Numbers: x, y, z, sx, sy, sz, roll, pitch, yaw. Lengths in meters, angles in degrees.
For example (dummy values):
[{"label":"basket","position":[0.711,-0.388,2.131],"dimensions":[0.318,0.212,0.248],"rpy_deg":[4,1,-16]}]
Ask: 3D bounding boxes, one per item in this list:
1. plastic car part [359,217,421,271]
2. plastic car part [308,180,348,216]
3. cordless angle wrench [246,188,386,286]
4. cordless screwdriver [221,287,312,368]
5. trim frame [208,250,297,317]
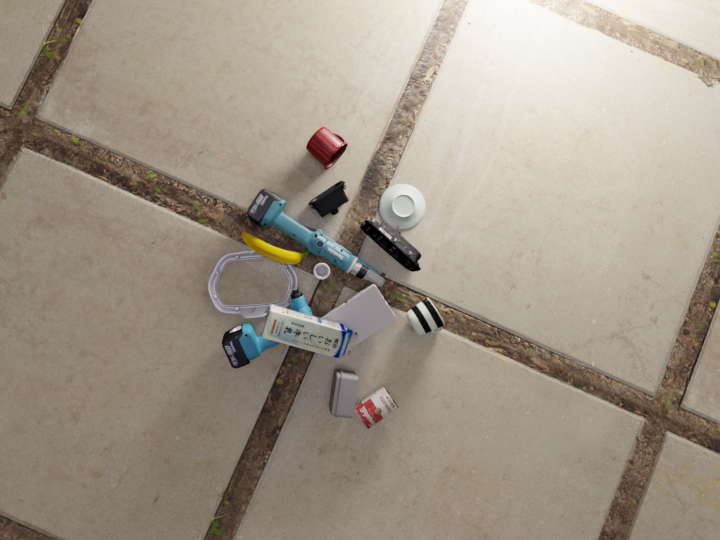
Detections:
[{"label":"plastic car part","position":[0.093,-0.076,1.179],"dimensions":[0.204,0.067,0.066],"rpy_deg":[46,60,2]},{"label":"plastic car part","position":[-0.081,-0.193,1.183],"dimensions":[0.116,0.068,0.069],"rpy_deg":[-36,105,0]},{"label":"cordless angle wrench","position":[-0.114,-0.075,1.168],"dimensions":[0.421,0.074,0.098],"rpy_deg":[33,86,-2]},{"label":"cordless screwdriver","position":[-0.248,0.154,1.137],"dimensions":[0.247,0.076,0.157],"rpy_deg":[-18,99,-6]},{"label":"trim frame","position":[-0.300,0.037,1.176],"dimensions":[0.247,0.027,0.184],"rpy_deg":[-4,88,-3]}]
